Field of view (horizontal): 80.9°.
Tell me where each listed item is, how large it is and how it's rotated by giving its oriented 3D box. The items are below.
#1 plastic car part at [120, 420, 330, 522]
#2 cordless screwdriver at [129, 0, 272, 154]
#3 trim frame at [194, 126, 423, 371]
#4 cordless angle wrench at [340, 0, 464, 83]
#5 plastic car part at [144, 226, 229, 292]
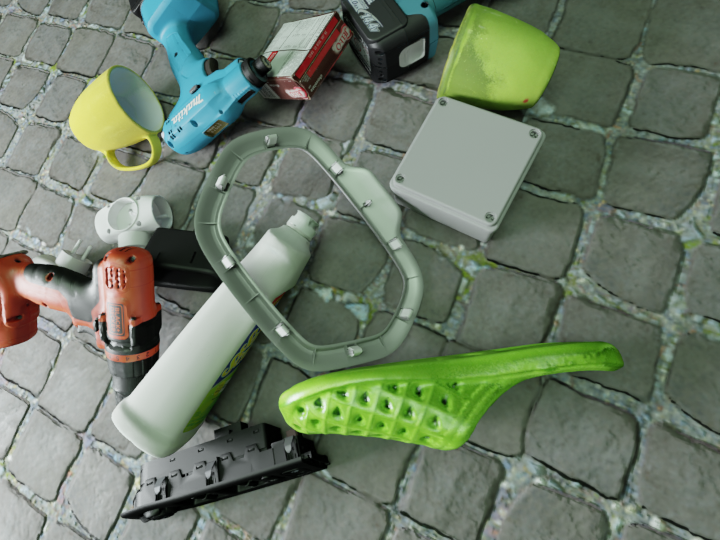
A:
[{"bbox_3d":[-0.137,0.189,0.404,0.204,0.063,0.070,-24,63,7],"label":"plastic car part"},{"bbox_3d":[-0.196,-0.282,0.515,0.163,0.071,0.255,-28,72,28],"label":"cordless screwdriver"},{"bbox_3d":[-0.039,-0.025,0.394,0.181,0.028,0.248,-39,91,-26],"label":"trim frame"},{"bbox_3d":[0.183,-0.356,0.465,0.424,0.072,0.101,-28,72,3],"label":"cordless angle wrench"},{"bbox_3d":[-0.194,-0.018,0.478,0.119,0.063,0.072,3,63,11],"label":"plastic car part"}]
